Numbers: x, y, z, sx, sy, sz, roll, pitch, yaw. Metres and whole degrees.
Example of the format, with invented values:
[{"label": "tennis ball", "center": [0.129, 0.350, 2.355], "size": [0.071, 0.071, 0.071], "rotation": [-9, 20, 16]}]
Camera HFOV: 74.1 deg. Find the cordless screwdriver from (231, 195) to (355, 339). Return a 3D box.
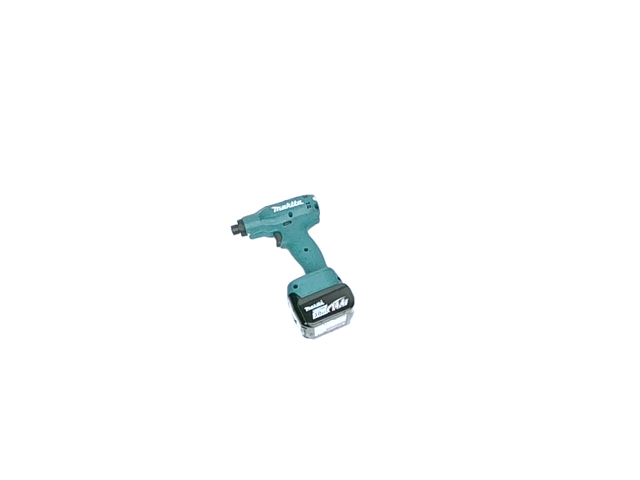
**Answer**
[{"label": "cordless screwdriver", "center": [-0.048, 0.040, 0.710], "size": [0.159, 0.248, 0.074], "rotation": [-18, -29, -9]}]
